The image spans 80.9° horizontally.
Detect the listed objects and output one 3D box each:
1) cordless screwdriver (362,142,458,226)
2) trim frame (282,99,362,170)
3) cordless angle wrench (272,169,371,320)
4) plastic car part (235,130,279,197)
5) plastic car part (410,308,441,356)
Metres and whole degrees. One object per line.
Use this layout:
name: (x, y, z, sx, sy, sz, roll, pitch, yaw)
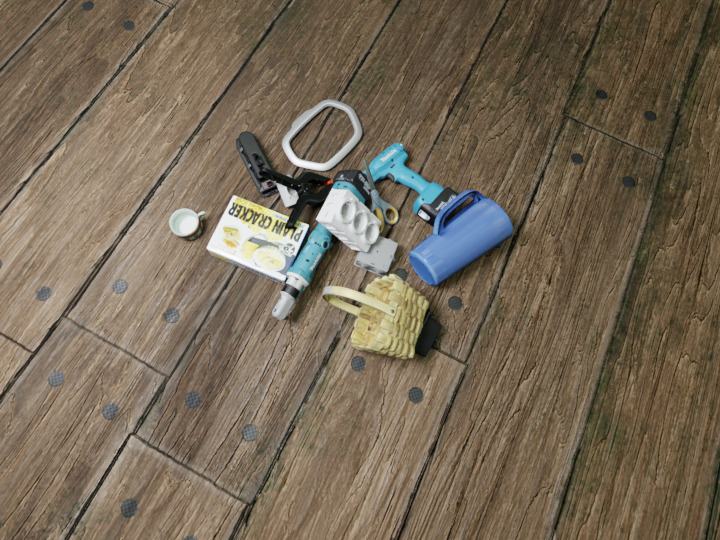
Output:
cordless screwdriver: (0.126, -0.219, 1.136, 0.158, 0.073, 0.256, -42, 75, -13)
trim frame: (-0.108, -0.386, 1.203, 0.187, 0.027, 0.247, 39, 77, 8)
cordless angle wrench: (-0.103, -0.067, 1.050, 0.078, 0.092, 0.424, 9, 63, 43)
plastic car part: (-0.286, -0.301, 1.154, 0.066, 0.065, 0.209, -28, 74, -5)
plastic car part: (0.156, 0.158, 1.030, 0.070, 0.067, 0.117, 29, 77, -11)
